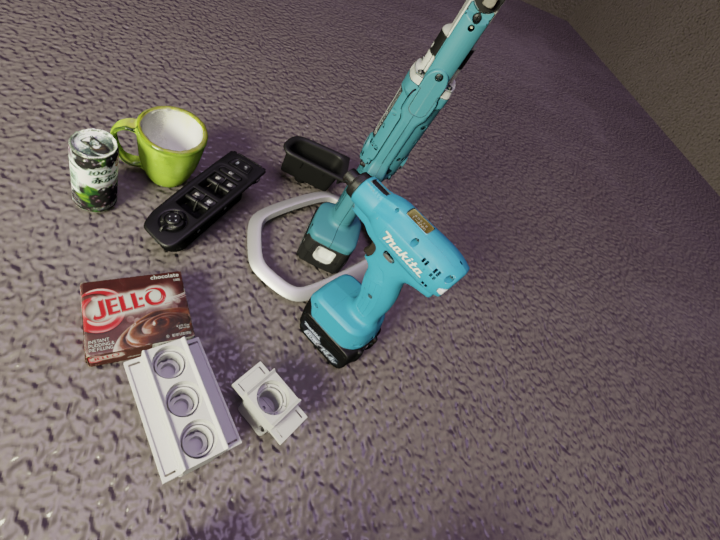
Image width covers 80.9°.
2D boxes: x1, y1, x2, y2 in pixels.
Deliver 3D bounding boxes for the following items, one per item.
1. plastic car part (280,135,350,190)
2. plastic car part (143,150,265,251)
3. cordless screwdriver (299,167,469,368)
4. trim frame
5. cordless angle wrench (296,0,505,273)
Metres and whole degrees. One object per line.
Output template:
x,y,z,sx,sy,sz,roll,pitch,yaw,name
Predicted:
-0.086,-0.178,0.731,0.114,0.071,0.067,21,49,-12,plastic car part
-0.222,-0.095,0.601,0.066,0.067,0.202,35,47,-1,plastic car part
-0.003,0.006,0.507,0.072,0.249,0.163,-31,75,-41,cordless screwdriver
-0.065,-0.043,0.665,0.241,0.027,0.190,-25,69,-38,trim frame
0.030,-0.146,0.524,0.073,0.424,0.099,27,48,-11,cordless angle wrench
